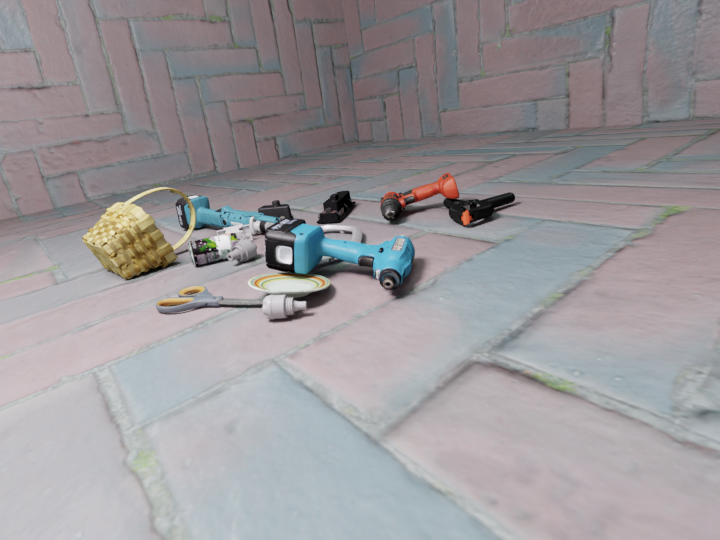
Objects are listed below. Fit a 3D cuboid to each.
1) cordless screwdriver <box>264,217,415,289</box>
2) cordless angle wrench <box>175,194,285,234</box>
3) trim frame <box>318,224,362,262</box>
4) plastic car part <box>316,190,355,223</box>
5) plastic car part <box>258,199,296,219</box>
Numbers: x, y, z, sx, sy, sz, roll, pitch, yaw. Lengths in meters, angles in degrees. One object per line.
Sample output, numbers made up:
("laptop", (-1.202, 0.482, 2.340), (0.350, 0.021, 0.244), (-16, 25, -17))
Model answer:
("cordless screwdriver", (-0.041, -0.024, 0.701), (0.255, 0.073, 0.158), (8, 23, 14))
("cordless angle wrench", (-0.352, -0.141, 1.156), (0.446, 0.096, 0.072), (13, 27, 36))
("trim frame", (-0.088, -0.058, 0.901), (0.187, 0.027, 0.251), (-5, 23, 7))
("plastic car part", (-0.066, -0.182, 1.175), (0.068, 0.066, 0.201), (-9, 17, 19))
("plastic car part", (-0.232, -0.155, 1.153), (0.120, 0.069, 0.066), (-5, 20, 17))
